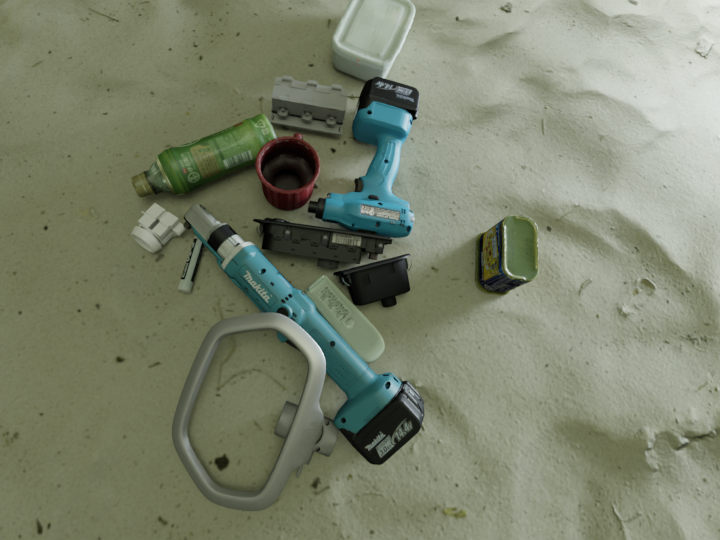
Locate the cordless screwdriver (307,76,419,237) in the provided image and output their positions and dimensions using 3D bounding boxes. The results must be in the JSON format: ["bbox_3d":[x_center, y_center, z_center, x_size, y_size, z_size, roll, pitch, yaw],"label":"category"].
[{"bbox_3d":[0.009,-0.180,0.668,0.157,0.074,0.252,9,75,-7],"label":"cordless screwdriver"}]

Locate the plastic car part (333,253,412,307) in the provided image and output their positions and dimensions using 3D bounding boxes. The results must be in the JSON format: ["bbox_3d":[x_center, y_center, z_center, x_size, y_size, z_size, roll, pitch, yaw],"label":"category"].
[{"bbox_3d":[0.028,0.020,0.617,0.114,0.067,0.071,-11,90,-12],"label":"plastic car part"}]

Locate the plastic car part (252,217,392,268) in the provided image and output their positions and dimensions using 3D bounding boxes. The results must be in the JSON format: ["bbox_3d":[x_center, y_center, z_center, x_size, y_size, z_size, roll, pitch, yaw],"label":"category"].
[{"bbox_3d":[-0.062,-0.040,0.629,0.202,0.067,0.067,12,96,-2],"label":"plastic car part"}]

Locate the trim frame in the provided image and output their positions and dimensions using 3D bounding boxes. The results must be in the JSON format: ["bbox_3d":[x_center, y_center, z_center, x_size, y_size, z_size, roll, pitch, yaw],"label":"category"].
[{"bbox_3d":[-0.139,0.172,0.528,0.189,0.027,0.248,20,88,15],"label":"trim frame"}]

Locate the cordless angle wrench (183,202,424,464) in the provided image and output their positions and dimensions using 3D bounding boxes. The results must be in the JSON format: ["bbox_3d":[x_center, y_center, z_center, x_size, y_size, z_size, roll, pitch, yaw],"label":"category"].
[{"bbox_3d":[-0.096,0.057,0.572,0.433,0.072,0.098,45,101,12],"label":"cordless angle wrench"}]
